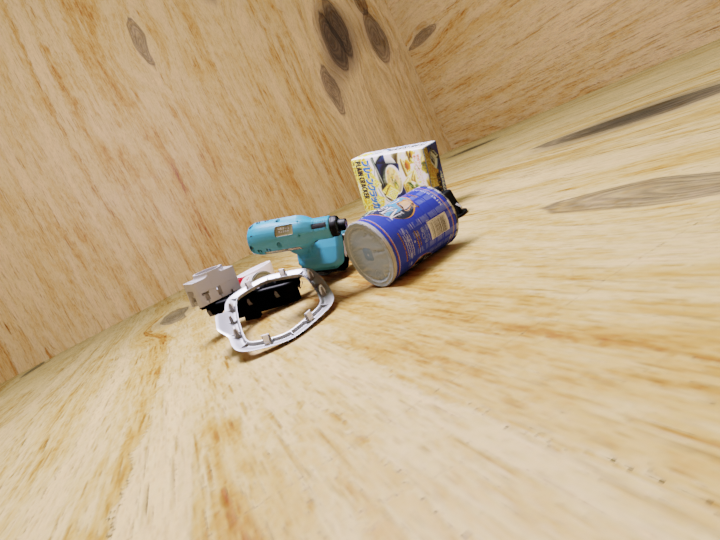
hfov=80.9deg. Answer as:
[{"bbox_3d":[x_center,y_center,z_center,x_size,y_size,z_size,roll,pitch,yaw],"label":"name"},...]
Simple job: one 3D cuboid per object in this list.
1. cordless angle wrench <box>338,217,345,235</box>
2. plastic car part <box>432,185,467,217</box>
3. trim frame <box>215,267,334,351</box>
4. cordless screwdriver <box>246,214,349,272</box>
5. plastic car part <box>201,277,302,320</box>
[{"bbox_3d":[-0.057,-0.078,1.091,0.097,0.073,0.432,-27,14,-5],"label":"cordless angle wrench"},{"bbox_3d":[0.161,-0.137,0.865,0.065,0.070,0.120,-31,8,-20],"label":"plastic car part"},{"bbox_3d":[-0.142,0.051,0.676,0.182,0.026,0.260,-25,27,-10],"label":"trim frame"},{"bbox_3d":[-0.073,-0.048,0.745,0.163,0.075,0.240,-8,-9,15],"label":"cordless screwdriver"},{"bbox_3d":[-0.197,0.055,0.803,0.205,0.067,0.066,-20,2,8],"label":"plastic car part"}]
